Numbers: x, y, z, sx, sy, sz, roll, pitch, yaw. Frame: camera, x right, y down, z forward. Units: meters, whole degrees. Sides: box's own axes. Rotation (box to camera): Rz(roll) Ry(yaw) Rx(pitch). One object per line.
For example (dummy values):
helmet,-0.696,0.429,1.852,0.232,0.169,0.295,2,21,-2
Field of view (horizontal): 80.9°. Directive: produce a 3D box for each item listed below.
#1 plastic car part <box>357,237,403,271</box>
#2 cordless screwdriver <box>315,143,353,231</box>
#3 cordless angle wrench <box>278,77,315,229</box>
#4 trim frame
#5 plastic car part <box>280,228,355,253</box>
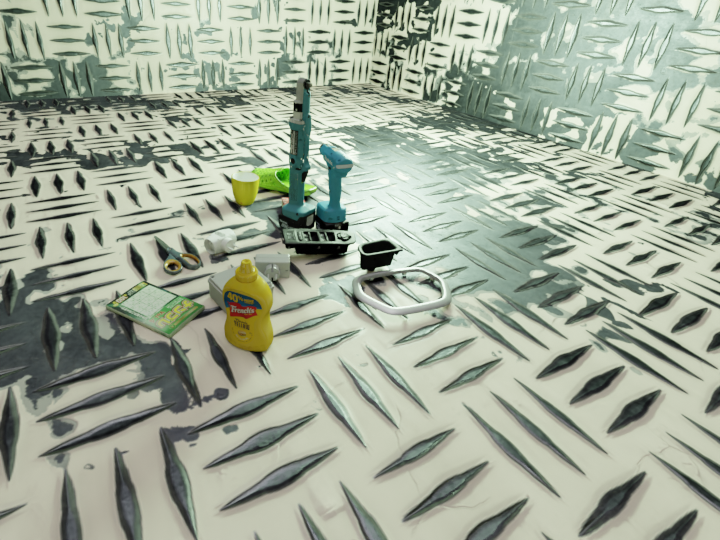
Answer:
plastic car part,0.038,-0.033,1.077,0.113,0.069,0.070,-15,38,-28
cordless screwdriver,-0.086,-0.231,1.208,0.072,0.243,0.168,-9,35,-25
cordless angle wrench,-0.167,-0.303,1.154,0.103,0.413,0.072,26,36,27
trim frame,0.099,0.044,1.004,0.241,0.027,0.194,-11,36,-22
plastic car part,-0.110,-0.072,1.124,0.199,0.065,0.069,-4,33,-13
